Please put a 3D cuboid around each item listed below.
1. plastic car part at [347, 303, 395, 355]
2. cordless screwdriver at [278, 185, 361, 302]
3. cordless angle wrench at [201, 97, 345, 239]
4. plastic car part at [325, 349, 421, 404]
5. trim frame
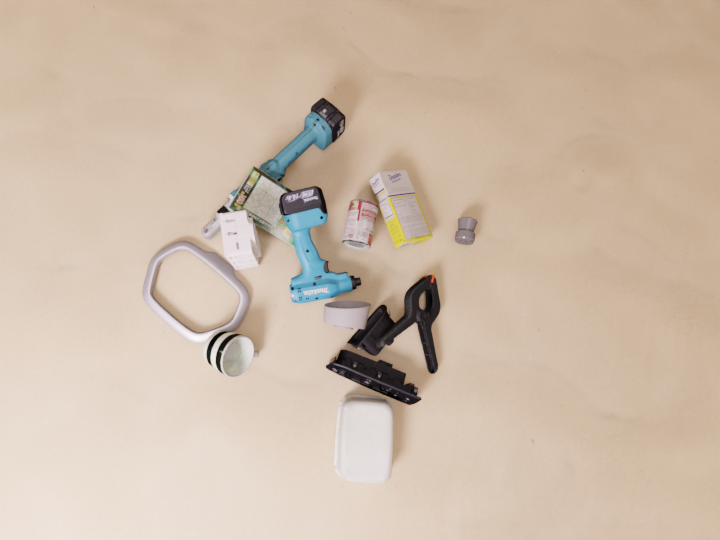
[{"bbox_3d":[0.039,0.139,0.919,0.116,0.067,0.070,-44,100,-16],"label":"plastic car part"},{"bbox_3d":[-0.090,-0.059,0.922,0.158,0.076,0.246,-9,97,-7],"label":"cordless screwdriver"},{"bbox_3d":[-0.206,-0.225,0.978,0.076,0.097,0.421,43,81,7],"label":"cordless angle wrench"},{"bbox_3d":[0.028,0.219,0.893,0.203,0.065,0.068,18,66,0],"label":"plastic car part"},{"bbox_3d":[-0.362,0.044,0.931,0.252,0.027,0.184,37,78,7],"label":"trim frame"}]
